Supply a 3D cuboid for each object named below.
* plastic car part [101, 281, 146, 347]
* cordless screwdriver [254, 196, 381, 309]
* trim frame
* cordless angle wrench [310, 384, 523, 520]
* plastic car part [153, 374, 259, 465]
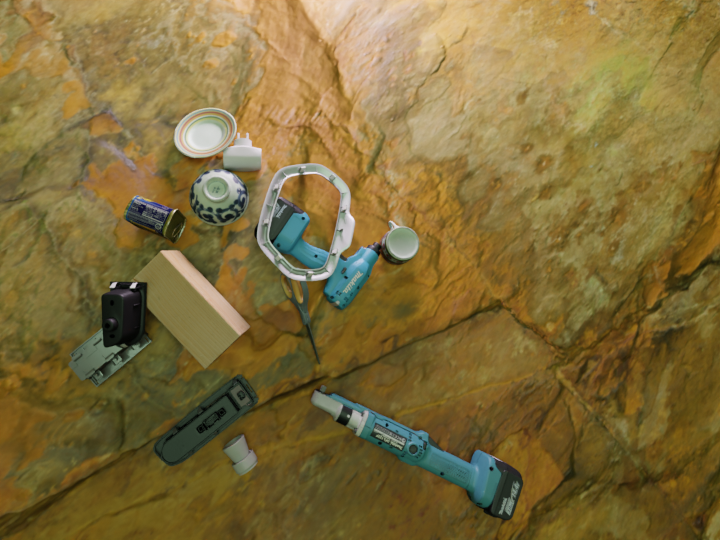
[{"bbox_3d":[-0.407,0.079,0.713,0.066,0.070,0.117,1,89,2],"label":"plastic car part"},{"bbox_3d":[-0.084,-0.055,0.861,0.247,0.075,0.159,39,75,-4],"label":"cordless screwdriver"},{"bbox_3d":[-0.099,-0.100,0.816,0.178,0.028,0.252,19,66,-18],"label":"trim frame"},{"bbox_3d":[0.096,0.337,0.815,0.423,0.074,0.098,26,78,0],"label":"cordless angle wrench"},{"bbox_3d":[-0.286,0.285,0.778,0.201,0.068,0.066,-37,97,-10],"label":"plastic car part"}]
